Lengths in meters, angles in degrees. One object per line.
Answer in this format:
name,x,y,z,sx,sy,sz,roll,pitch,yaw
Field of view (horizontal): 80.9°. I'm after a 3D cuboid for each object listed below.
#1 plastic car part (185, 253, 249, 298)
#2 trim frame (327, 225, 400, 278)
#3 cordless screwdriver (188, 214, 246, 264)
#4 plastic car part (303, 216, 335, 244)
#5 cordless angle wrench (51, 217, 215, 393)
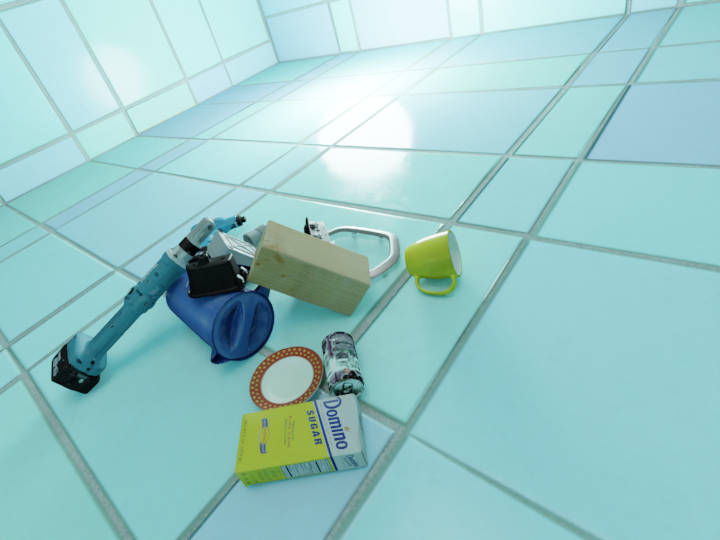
plastic car part,-0.268,0.003,0.763,0.117,0.069,0.067,-10,22,3
trim frame,-0.027,-0.040,0.951,0.261,0.026,0.182,13,46,34
cordless screwdriver,-0.387,-0.072,1.120,0.160,0.071,0.258,-17,32,2
plastic car part,-0.092,-0.060,0.941,0.066,0.064,0.212,-13,35,-10
cordless angle wrench,-0.444,0.056,0.856,0.422,0.070,0.104,-49,41,-4
